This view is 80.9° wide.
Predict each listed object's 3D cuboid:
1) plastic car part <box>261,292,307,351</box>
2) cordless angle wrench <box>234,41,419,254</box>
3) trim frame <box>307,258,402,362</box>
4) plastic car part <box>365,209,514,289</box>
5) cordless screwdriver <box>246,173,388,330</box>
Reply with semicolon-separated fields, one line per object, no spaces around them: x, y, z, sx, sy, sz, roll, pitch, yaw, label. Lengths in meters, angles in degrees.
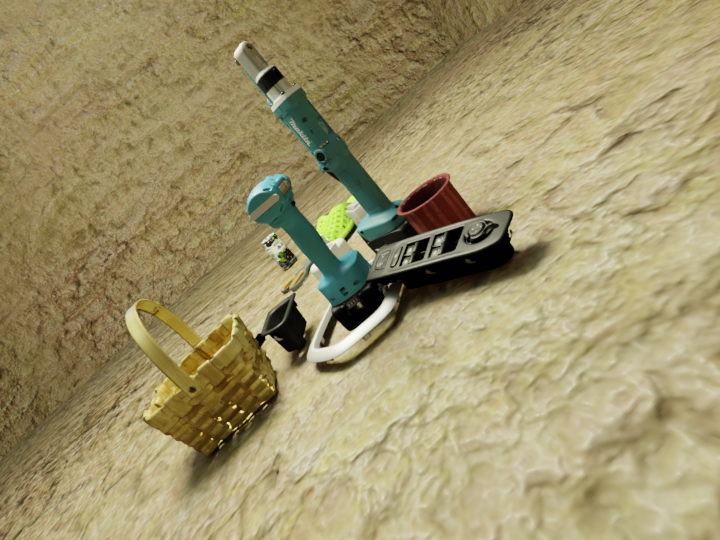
-0.120;0.098;0.708;0.066;0.069;0.119;-39;17;9;plastic car part
-0.054;-0.199;0.701;0.101;0.413;0.074;-27;20;48;cordless angle wrench
-0.003;0.049;0.652;0.188;0.027;0.250;-31;21;29;trim frame
0.100;-0.015;0.527;0.209;0.065;0.066;-22;25;46;plastic car part
-0.061;-0.040;0.629;0.075;0.243;0.162;-38;15;15;cordless screwdriver
